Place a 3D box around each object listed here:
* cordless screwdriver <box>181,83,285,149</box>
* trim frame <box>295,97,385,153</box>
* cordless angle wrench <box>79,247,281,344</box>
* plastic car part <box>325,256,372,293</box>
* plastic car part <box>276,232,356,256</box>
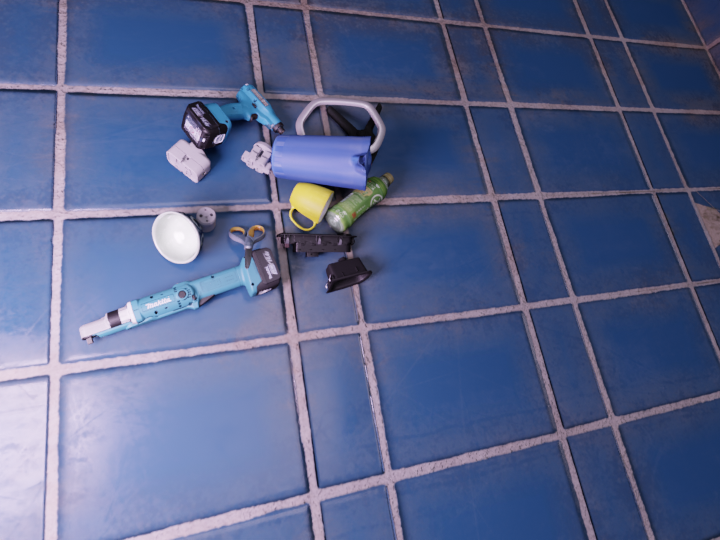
[{"bbox_3d":[-0.312,-0.375,1.065,0.160,0.075,0.245,46,48,1],"label":"cordless screwdriver"},{"bbox_3d":[-0.055,-0.393,1.166,0.247,0.027,0.187,3,75,-3],"label":"trim frame"},{"bbox_3d":[-0.385,0.058,0.924,0.414,0.075,0.100,-20,80,-19],"label":"cordless angle wrench"},{"bbox_3d":[-0.039,0.002,1.050,0.113,0.065,0.074,-18,65,-25],"label":"plastic car part"},{"bbox_3d":[-0.103,-0.067,1.049,0.198,0.067,0.067,-4,85,-18],"label":"plastic car part"}]
